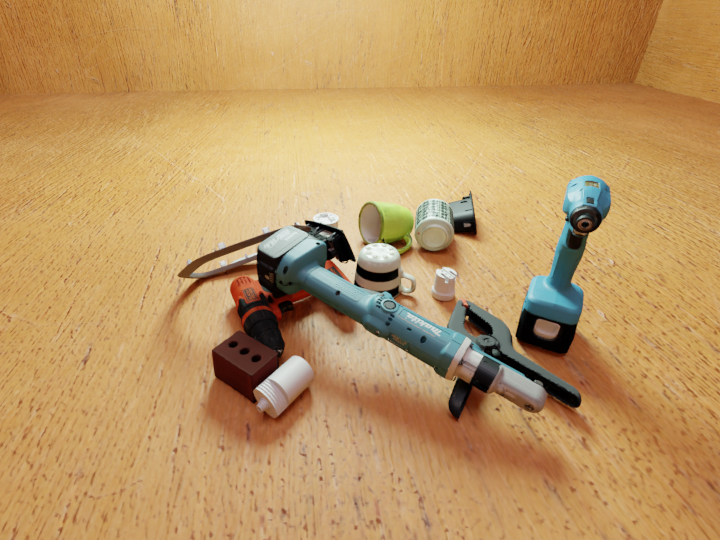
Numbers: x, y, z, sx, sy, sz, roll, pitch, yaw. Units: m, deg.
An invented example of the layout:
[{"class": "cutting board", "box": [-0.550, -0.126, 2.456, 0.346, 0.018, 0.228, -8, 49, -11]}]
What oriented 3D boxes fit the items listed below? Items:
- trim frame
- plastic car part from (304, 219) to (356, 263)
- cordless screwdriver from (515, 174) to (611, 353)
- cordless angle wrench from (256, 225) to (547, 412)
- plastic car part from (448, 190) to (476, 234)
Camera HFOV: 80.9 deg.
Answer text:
[{"class": "trim frame", "box": [-0.203, -0.035, 0.751, 0.245, 0.028, 0.184, -23, -4, -13]}, {"class": "plastic car part", "box": [-0.080, -0.052, 0.820, 0.067, 0.064, 0.212, -37, 26, -9]}, {"class": "cordless screwdriver", "box": [0.281, 0.002, 0.585, 0.077, 0.243, 0.156, 17, 29, 22]}, {"class": "cordless angle wrench", "box": [0.036, 0.064, 0.584, 0.442, 0.072, 0.096, 28, 45, 25]}, {"class": "plastic car part", "box": [0.226, -0.125, 0.966, 0.073, 0.063, 0.117, -5, 33, 19]}]
